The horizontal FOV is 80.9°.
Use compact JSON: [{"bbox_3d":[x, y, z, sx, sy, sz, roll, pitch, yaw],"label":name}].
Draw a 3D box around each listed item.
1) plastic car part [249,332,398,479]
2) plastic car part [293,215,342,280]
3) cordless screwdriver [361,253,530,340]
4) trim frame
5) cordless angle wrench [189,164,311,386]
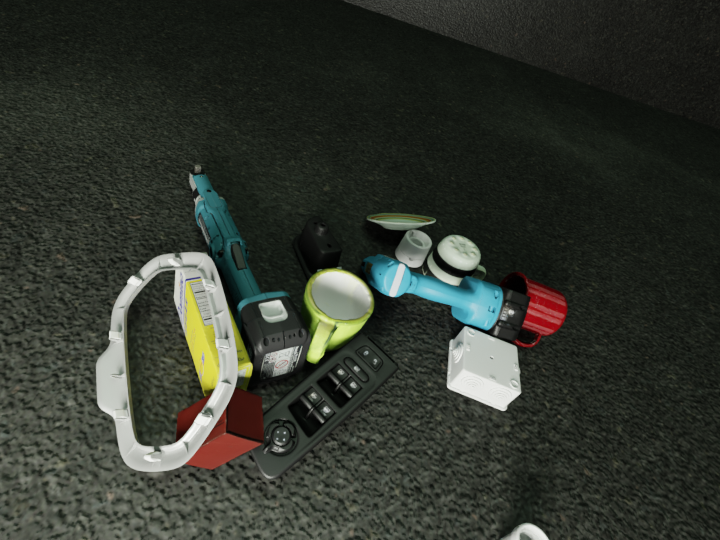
[{"bbox_3d":[-0.048,0.158,0.499,0.068,0.066,0.198,45,52,15],"label":"plastic car part"},{"bbox_3d":[-0.069,-0.045,0.705,0.063,0.070,0.122,-7,51,-30],"label":"plastic car part"},{"bbox_3d":[0.123,0.030,0.677,0.244,0.074,0.163,17,4,-12],"label":"cordless screwdriver"},{"bbox_3d":[-0.219,0.085,0.466,0.026,0.186,0.259,37,24,-57],"label":"trim frame"},{"bbox_3d":[-0.199,-0.031,0.638,0.072,0.096,0.446,-9,45,-31],"label":"cordless angle wrench"}]
